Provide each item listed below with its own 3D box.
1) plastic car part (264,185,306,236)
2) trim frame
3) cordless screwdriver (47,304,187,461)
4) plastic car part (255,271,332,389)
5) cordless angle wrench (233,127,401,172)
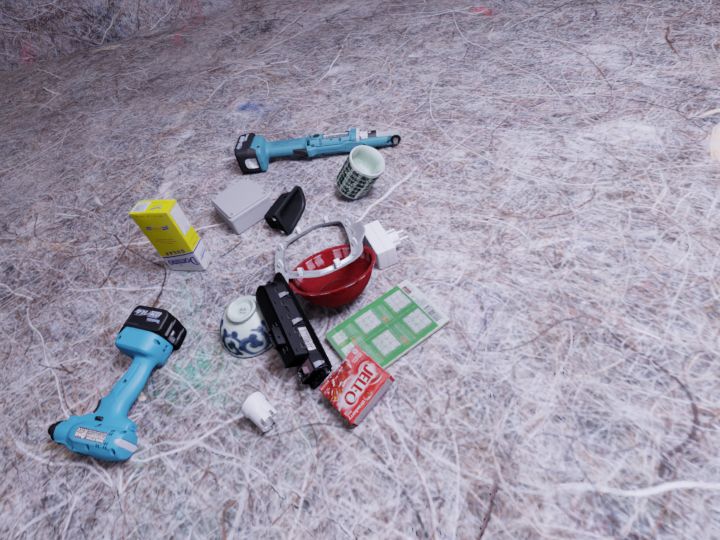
[{"bbox_3d":[-0.175,-0.135,0.951,0.074,0.063,0.118,-6,43,29],"label":"plastic car part"},{"bbox_3d":[-0.080,-0.052,0.816,0.185,0.026,0.256,-18,27,2],"label":"trim frame"},{"bbox_3d":[-0.416,0.184,0.730,0.164,0.071,0.253,0,53,17],"label":"cordless screwdriver"},{"bbox_3d":[-0.122,0.093,0.690,0.064,0.066,0.213,-3,49,-33],"label":"plastic car part"},{"bbox_3d":[-0.111,-0.322,1.088,0.431,0.071,0.100,-3,49,11],"label":"cordless angle wrench"}]
